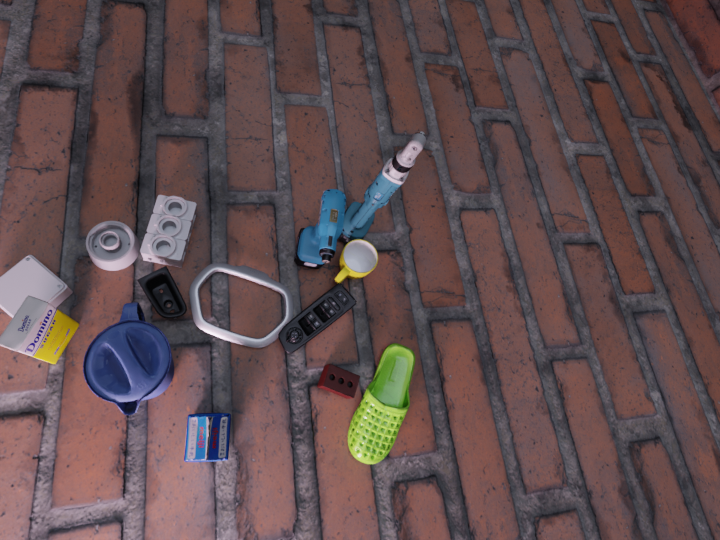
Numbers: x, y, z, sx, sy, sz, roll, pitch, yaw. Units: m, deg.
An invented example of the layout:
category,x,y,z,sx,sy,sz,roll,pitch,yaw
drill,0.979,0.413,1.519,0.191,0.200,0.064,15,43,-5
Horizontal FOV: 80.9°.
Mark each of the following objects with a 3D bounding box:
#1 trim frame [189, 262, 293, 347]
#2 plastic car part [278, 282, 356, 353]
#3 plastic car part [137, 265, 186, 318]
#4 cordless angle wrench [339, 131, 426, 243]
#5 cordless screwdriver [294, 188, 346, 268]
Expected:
category,x,y,z,sx,sy,sz,roll,pitch,yaw
trim frame,-0.275,0.076,0.985,0.245,0.027,0.186,18,66,-7
plastic car part,-0.108,0.115,0.990,0.200,0.067,0.067,-37,85,-24
plastic car part,-0.427,0.061,0.928,0.065,0.071,0.119,-29,80,-24
cordless angle wrench,0.038,-0.169,0.944,0.074,0.425,0.098,30,65,-8
cordless screwdriver,-0.094,-0.062,0.963,0.073,0.250,0.162,12,68,-15
